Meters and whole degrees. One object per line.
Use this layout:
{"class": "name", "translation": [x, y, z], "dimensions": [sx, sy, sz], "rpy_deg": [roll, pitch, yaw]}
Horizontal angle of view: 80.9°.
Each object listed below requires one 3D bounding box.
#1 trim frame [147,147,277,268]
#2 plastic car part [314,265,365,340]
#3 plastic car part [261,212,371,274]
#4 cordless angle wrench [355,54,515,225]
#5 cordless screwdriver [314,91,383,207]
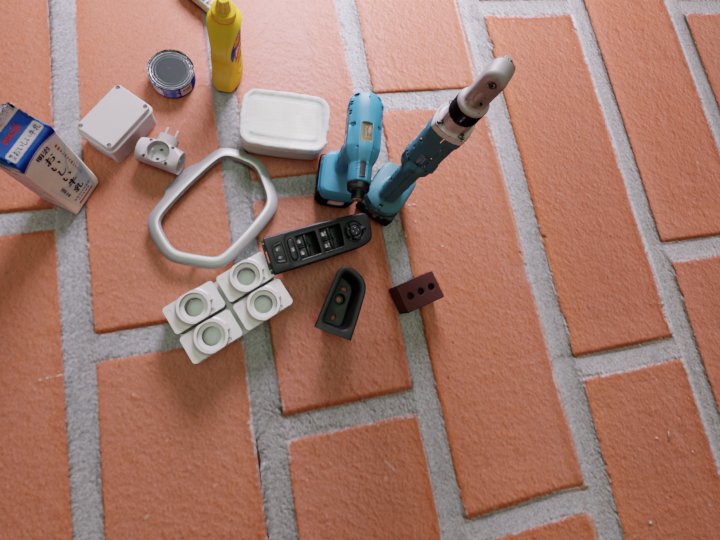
{"class": "trim frame", "translation": [-0.263, -0.115, 0.764], "dimensions": [0.184, 0.027, 0.248], "rpy_deg": [38, 74, 0]}
{"class": "plastic car part", "translation": [-0.034, 0.056, 0.740], "dimensions": [0.065, 0.071, 0.117], "rpy_deg": [21, 75, -8]}
{"class": "plastic car part", "translation": [-0.074, -0.049, 0.759], "dimensions": [0.200, 0.067, 0.067], "rpy_deg": [-18, 83, -13]}
{"class": "cordless angle wrench", "translation": [0.091, -0.169, 0.629], "dimensions": [0.074, 0.426, 0.098], "rpy_deg": [34, 74, -7]}
{"class": "cordless screwdriver", "translation": [-0.023, -0.160, 0.699], "dimensions": [0.073, 0.250, 0.161], "rpy_deg": [8, 78, -13]}
